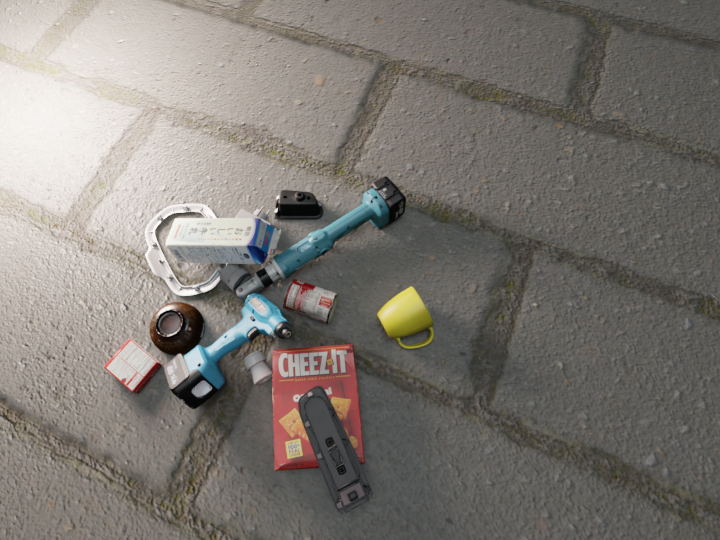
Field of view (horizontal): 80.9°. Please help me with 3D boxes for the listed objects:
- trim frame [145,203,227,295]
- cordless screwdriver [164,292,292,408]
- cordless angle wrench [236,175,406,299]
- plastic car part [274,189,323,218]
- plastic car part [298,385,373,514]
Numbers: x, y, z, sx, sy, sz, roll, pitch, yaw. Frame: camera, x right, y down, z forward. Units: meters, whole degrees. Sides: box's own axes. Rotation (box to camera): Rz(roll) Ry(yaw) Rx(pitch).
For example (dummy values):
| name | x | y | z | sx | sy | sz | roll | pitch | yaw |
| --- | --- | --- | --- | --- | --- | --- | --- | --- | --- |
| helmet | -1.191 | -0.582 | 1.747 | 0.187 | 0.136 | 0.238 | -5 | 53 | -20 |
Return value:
| name | x | y | z | sx | sy | sz | roll | pitch | yaw |
| --- | --- | --- | --- | --- | --- | --- | --- | --- | --- |
| trim frame | -0.405 | -0.057 | 0.987 | 0.183 | 0.027 | 0.257 | -31 | 71 | -9 |
| cordless screwdriver | -0.253 | 0.159 | 0.828 | 0.247 | 0.071 | 0.168 | -43 | 38 | -16 |
| cordless angle wrench | -0.092 | -0.060 | 0.942 | 0.420 | 0.095 | 0.077 | -33 | 69 | -8 |
| plastic car part | -0.148 | -0.161 | 0.996 | 0.118 | 0.069 | 0.067 | 2 | 69 | 5 |
| plastic car part | -0.052 | 0.300 | 0.723 | 0.066 | 0.065 | 0.211 | -26 | 65 | -5 |
